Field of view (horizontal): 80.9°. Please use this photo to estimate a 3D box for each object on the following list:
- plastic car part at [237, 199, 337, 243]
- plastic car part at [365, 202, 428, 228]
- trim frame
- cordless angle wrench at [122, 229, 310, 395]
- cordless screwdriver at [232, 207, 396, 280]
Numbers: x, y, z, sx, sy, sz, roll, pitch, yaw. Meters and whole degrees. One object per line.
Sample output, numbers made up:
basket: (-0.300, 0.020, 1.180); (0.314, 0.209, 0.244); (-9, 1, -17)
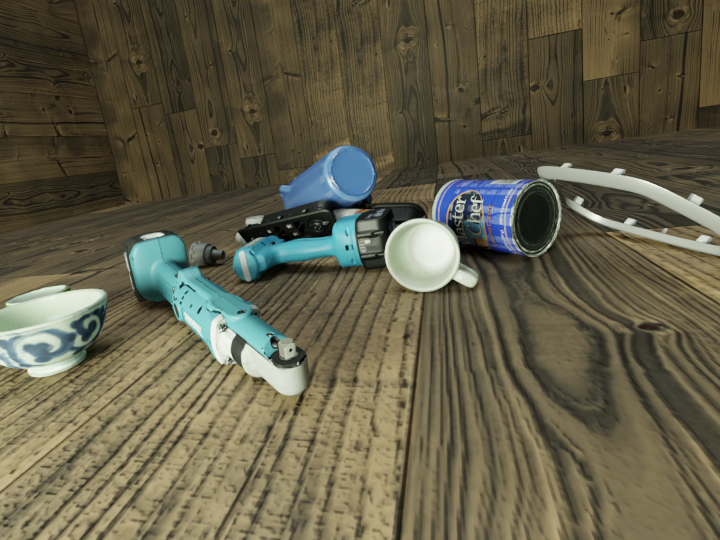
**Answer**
plastic car part: (-0.126, -0.085, 0.785); (0.211, 0.063, 0.067); (-7, 41, 32)
plastic car part: (0.064, -0.086, 0.790); (0.120, 0.064, 0.071); (0, 32, 18)
trim frame: (0.323, -0.076, 0.509); (0.178, 0.027, 0.257); (30, 6, -21)
cordless angle wrench: (-0.180, 0.034, 0.472); (0.072, 0.096, 0.447); (-18, 23, -34)
cordless screwdriver: (-0.067, -0.044, 0.681); (0.254, 0.073, 0.159); (-9, 15, 13)
